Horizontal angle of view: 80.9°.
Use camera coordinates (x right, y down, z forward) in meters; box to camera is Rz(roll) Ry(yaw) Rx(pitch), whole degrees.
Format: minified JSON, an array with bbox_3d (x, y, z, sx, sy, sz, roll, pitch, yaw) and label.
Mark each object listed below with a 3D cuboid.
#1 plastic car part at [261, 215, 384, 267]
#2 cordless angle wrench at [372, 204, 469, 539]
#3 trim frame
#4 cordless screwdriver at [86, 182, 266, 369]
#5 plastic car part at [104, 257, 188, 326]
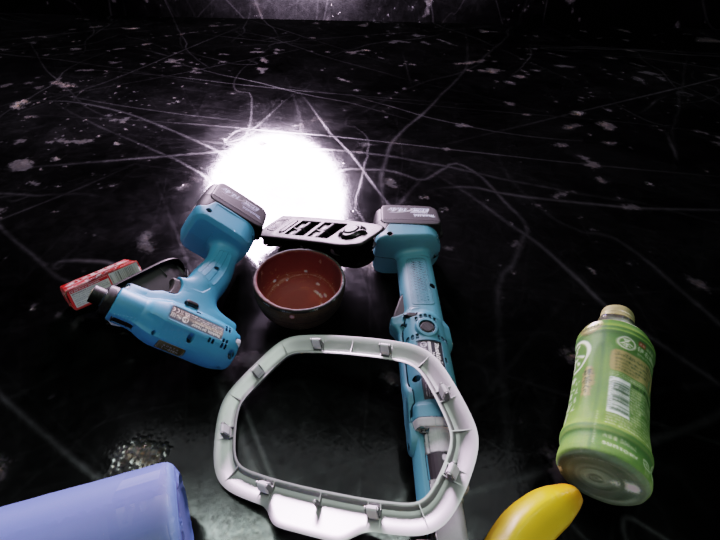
[{"bbox_3d":[-0.058,-0.038,0.592,0.213,0.065,0.065,4,26,41],"label":"plastic car part"},{"bbox_3d":[0.068,0.078,0.477,0.098,0.072,0.436,1,43,-1],"label":"cordless angle wrench"},{"bbox_3d":[-0.024,0.139,0.390,0.256,0.026,0.187,2,50,19],"label":"trim frame"},{"bbox_3d":[-0.207,-0.013,0.521,0.153,0.075,0.256,28,37,-24],"label":"cordless screwdriver"},{"bbox_3d":[-0.253,0.037,0.532,0.073,0.065,0.114,41,48,17],"label":"plastic car part"}]
